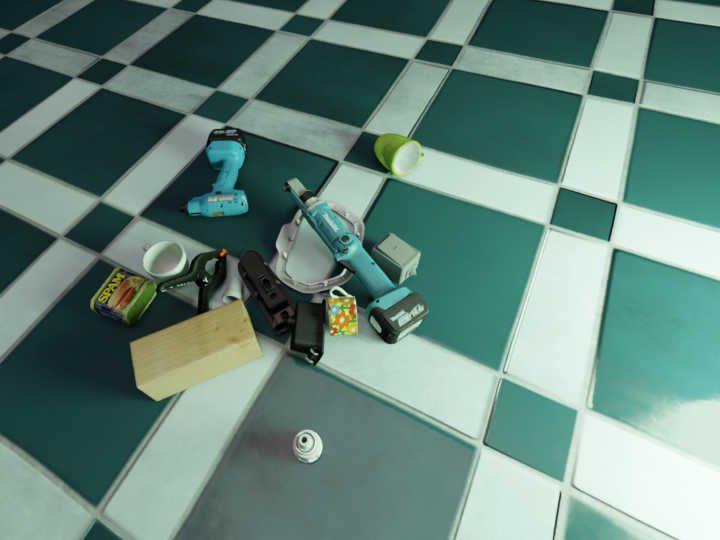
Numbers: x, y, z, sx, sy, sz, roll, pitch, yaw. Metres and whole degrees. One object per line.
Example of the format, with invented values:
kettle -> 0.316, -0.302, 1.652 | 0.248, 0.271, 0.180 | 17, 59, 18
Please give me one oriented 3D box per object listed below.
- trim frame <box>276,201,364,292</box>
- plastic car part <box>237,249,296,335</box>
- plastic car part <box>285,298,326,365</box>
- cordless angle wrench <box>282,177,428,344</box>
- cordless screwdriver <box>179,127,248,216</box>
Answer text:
trim frame -> -0.091, -0.059, 0.929 | 0.188, 0.026, 0.252 | 9, 59, 12
plastic car part -> -0.195, 0.031, 0.859 | 0.066, 0.064, 0.213 | -33, 57, -10
plastic car part -> -0.103, 0.107, 0.784 | 0.069, 0.065, 0.120 | 9, 53, -16
cordless angle wrench -> -0.033, -0.048, 0.864 | 0.096, 0.072, 0.441 | -30, 63, -18
cordless screwdriver -> -0.358, -0.239, 1.049 | 0.159, 0.072, 0.257 | -6, 59, 0
